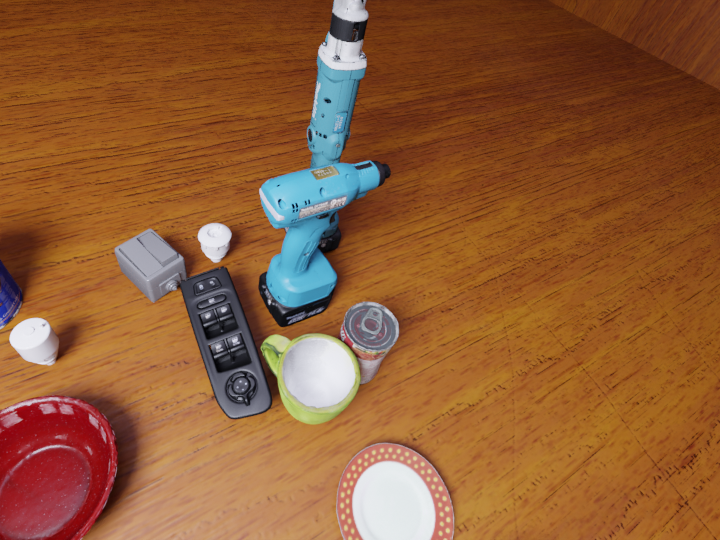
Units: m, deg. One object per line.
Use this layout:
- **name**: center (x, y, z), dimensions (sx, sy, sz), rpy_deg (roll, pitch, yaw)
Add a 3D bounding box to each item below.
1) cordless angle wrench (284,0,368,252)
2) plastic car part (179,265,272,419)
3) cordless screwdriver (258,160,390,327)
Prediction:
- **cordless angle wrench**: center (-0.044, -0.183, 0.566), dimensions (0.072, 0.415, 0.102), rpy_deg (-12, 56, -24)
- **plastic car part**: center (-0.172, 0.096, 0.538), dimensions (0.064, 0.066, 0.213), rpy_deg (-16, 55, -24)
- **cordless screwdriver**: center (-0.054, -0.035, 0.552), dimensions (0.155, 0.244, 0.078), rpy_deg (-20, 60, -28)
